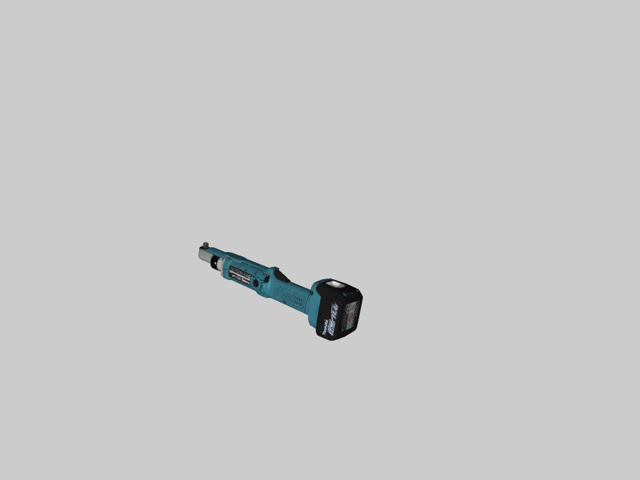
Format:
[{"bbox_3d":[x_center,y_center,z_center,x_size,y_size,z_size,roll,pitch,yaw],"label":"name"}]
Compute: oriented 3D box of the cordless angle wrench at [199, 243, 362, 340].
[{"bbox_3d":[-0.114,0.084,0.877,0.423,0.098,0.074,18,15,34],"label":"cordless angle wrench"}]
